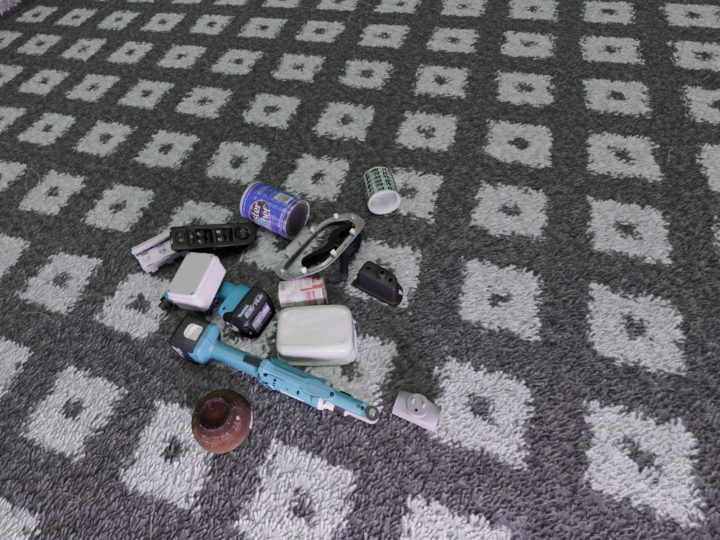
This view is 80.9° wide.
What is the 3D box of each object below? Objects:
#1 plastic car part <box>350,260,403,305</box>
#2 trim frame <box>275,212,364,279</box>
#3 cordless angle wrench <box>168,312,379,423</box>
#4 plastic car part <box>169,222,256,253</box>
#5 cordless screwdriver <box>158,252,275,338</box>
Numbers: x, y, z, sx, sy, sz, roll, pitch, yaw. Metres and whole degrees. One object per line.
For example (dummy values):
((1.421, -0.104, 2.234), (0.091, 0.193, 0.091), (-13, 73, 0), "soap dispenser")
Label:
((0.041, 0.019, 0.913), (0.122, 0.068, 0.065), (27, 63, 26), "plastic car part")
((-0.095, -0.062, 0.968), (0.193, 0.026, 0.247), (3, 44, 45), "trim frame")
((-0.167, 0.197, 0.813), (0.435, 0.095, 0.075), (19, 59, 15), "cordless angle wrench")
((-0.348, -0.072, 1.015), (0.198, 0.066, 0.069), (-9, 56, -17), "plastic car part")
((-0.320, 0.068, 0.929), (0.261, 0.071, 0.158), (25, 62, 27), "cordless screwdriver")
